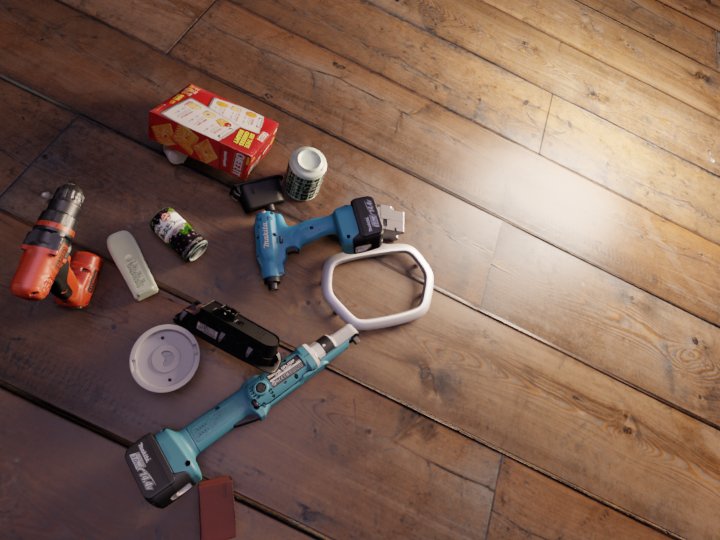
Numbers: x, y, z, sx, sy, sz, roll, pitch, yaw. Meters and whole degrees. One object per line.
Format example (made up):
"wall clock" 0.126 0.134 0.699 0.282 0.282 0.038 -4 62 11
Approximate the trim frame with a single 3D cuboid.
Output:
"trim frame" 0.038 0.025 0.867 0.243 0.027 0.189 -11 71 -15

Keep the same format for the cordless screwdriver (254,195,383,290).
"cordless screwdriver" -0.081 -0.053 0.824 0.249 0.072 0.163 -9 69 1

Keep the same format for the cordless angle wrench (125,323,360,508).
"cordless angle wrench" -0.168 0.210 0.712 0.414 0.073 0.102 -33 64 -27

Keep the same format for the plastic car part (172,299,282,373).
"plastic car part" -0.216 0.102 0.723 0.208 0.065 0.067 29 104 12

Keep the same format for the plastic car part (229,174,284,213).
"plastic car part" -0.204 -0.152 0.877 0.113 0.067 0.071 -16 88 -23
